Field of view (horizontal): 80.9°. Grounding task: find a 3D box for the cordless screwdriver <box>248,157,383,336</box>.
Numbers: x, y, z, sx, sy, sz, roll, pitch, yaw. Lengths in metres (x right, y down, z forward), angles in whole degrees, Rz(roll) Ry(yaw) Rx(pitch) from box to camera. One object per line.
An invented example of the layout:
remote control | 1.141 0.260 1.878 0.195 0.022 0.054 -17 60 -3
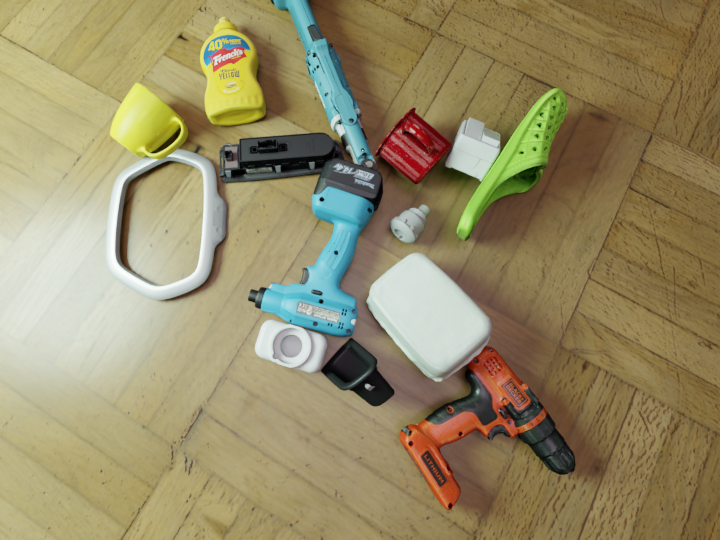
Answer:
cordless screwdriver | -0.061 -0.040 0.627 0.160 0.073 0.250 14 80 3

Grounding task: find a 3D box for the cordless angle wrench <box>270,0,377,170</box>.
cordless angle wrench | -0.061 -0.343 0.702 0.074 0.097 0.429 -20 81 -7

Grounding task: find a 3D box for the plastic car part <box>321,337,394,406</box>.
plastic car part | 0.005 0.146 0.564 0.066 0.120 0.069 -47 108 -11

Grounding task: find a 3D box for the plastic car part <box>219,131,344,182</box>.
plastic car part | -0.126 -0.188 0.673 0.202 0.066 0.068 -4 70 -4

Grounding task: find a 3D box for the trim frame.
trim frame | -0.304 -0.077 0.662 0.184 0.027 0.253 -3 74 1
